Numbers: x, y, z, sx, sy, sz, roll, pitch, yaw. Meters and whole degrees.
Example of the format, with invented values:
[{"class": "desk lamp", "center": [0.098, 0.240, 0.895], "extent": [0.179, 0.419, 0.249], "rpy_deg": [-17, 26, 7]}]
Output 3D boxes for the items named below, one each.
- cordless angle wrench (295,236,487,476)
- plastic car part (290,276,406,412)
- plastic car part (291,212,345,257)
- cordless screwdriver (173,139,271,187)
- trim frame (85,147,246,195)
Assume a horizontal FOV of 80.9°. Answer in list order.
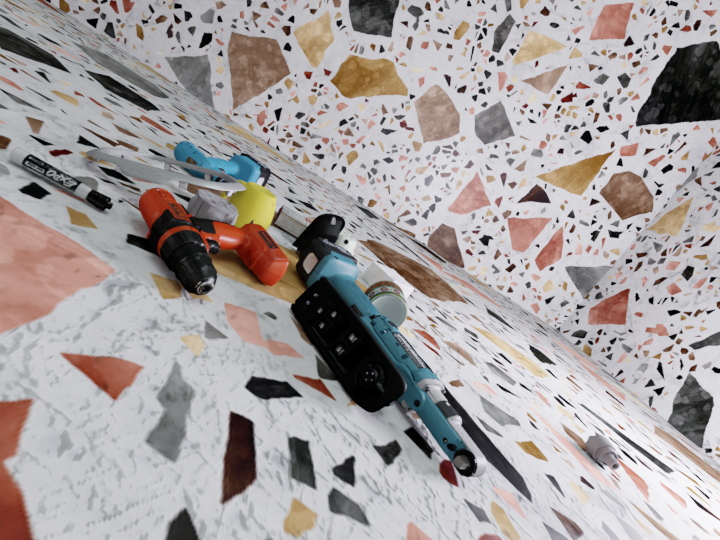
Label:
[{"class": "cordless angle wrench", "center": [0.027, 0.095, 0.604], "extent": [0.092, 0.074, 0.447], "rpy_deg": [23, 18, -40]}, {"class": "plastic car part", "center": [-0.015, 0.096, 0.527], "extent": [0.214, 0.066, 0.063], "rpy_deg": [46, -9, 47]}, {"class": "plastic car part", "center": [-0.080, -0.053, 0.822], "extent": [0.064, 0.118, 0.073], "rpy_deg": [30, 37, -22]}, {"class": "cordless screwdriver", "center": [-0.303, -0.230, 1.002], "extent": [0.165, 0.074, 0.240], "rpy_deg": [38, 17, 17]}, {"class": "trim frame", "center": [-0.305, -0.158, 0.676], "extent": [0.248, 0.027, 0.186], "rpy_deg": [16, 14, -3]}]
